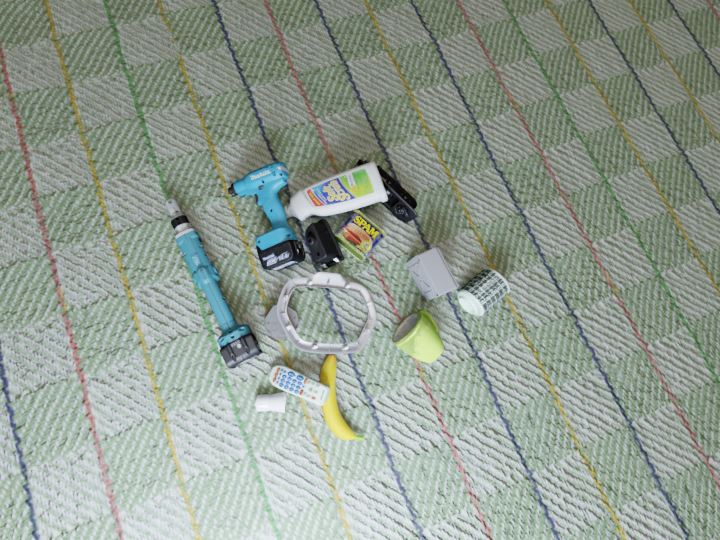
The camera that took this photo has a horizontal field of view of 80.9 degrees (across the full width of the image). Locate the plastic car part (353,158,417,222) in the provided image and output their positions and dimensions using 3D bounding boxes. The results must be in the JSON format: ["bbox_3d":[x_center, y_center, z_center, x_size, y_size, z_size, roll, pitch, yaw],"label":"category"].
[{"bbox_3d":[0.069,-0.206,1.082,0.206,0.067,0.066,47,49,8],"label":"plastic car part"}]

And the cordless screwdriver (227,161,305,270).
[{"bbox_3d":[-0.227,-0.122,1.006,0.163,0.071,0.252,-17,79,19],"label":"cordless screwdriver"}]

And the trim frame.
[{"bbox_3d":[-0.072,0.096,0.967,0.240,0.028,0.188,6,68,-20],"label":"trim frame"}]

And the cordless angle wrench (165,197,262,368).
[{"bbox_3d":[-0.351,0.013,0.959,0.073,0.097,0.433,-27,77,-11],"label":"cordless angle wrench"}]

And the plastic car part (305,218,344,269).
[{"bbox_3d":[-0.098,-0.064,1.004,0.067,0.068,0.118,-29,79,28],"label":"plastic car part"}]
